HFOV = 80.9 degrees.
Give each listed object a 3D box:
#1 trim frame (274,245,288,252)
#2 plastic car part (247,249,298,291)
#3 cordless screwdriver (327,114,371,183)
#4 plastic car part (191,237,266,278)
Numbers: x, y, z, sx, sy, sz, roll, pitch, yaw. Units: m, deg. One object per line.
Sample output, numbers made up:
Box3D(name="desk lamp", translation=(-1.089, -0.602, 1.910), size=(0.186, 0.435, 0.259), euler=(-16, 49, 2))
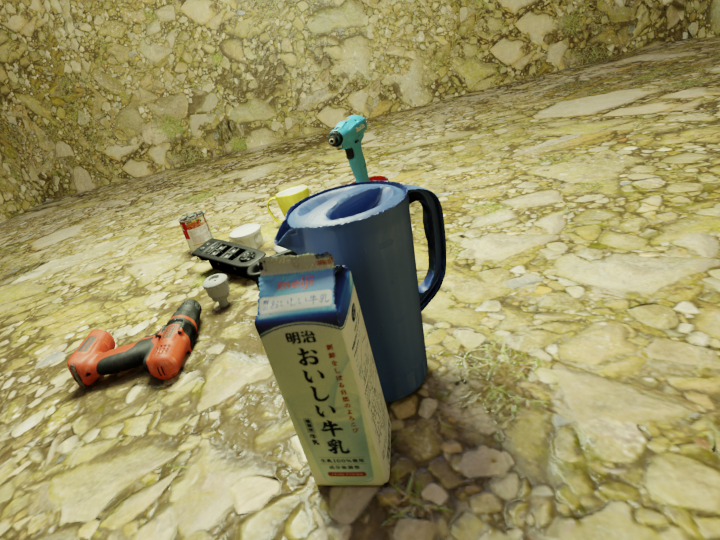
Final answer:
Box3D(name="trim frame", translation=(-0.092, -0.060, 0.943), size=(0.180, 0.027, 0.262), euler=(-30, 30, -27))
Box3D(name="plastic car part", translation=(-0.151, 0.009, 0.792), size=(0.114, 0.069, 0.069), euler=(-24, 26, -18))
Box3D(name="cordless screwdriver", translation=(-0.012, -0.219, 0.967), size=(0.077, 0.241, 0.158), euler=(-2, 27, 25))
Box3D(name="plastic car part", translation=(-0.285, -0.022, 0.928), size=(0.214, 0.065, 0.065), euler=(8, 33, 39))
